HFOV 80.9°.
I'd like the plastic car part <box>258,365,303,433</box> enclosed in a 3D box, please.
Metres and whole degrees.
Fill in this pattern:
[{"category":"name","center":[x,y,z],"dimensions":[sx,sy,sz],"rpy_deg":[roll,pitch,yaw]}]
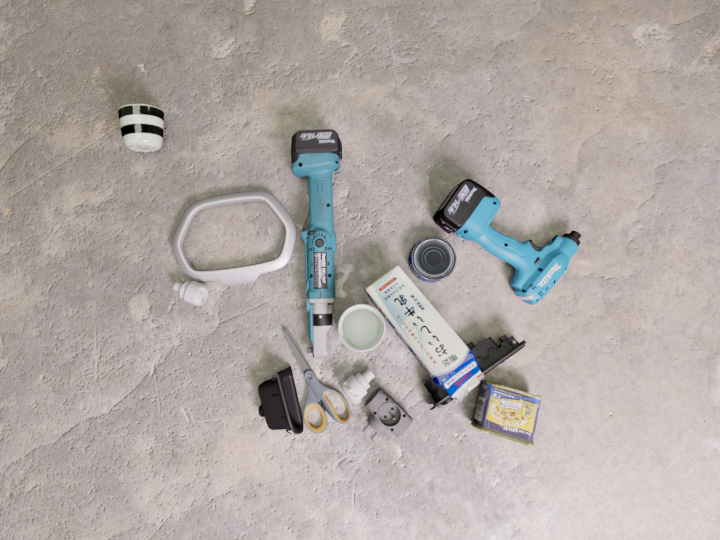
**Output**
[{"category":"plastic car part","center":[-0.152,0.243,0.769],"dimensions":[0.072,0.064,0.117],"rpy_deg":[-13,85,15]}]

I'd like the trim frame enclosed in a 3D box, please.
[{"category":"trim frame","center":[-0.250,-0.064,0.833],"dimensions":[0.248,0.027,0.186],"rpy_deg":[-9,80,0]}]

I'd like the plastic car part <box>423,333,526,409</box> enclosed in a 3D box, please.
[{"category":"plastic car part","center":[0.194,0.174,0.753],"dimensions":[0.202,0.064,0.069],"rpy_deg":[-39,74,-3]}]

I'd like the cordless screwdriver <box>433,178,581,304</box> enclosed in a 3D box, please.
[{"category":"cordless screwdriver","center":[0.272,-0.074,0.781],"dimensions":[0.251,0.074,0.159],"rpy_deg":[41,85,4]}]

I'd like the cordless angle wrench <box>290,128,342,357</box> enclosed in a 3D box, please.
[{"category":"cordless angle wrench","center":[-0.078,-0.051,0.801],"dimensions":[0.098,0.073,0.426],"rpy_deg":[-2,84,1]}]
